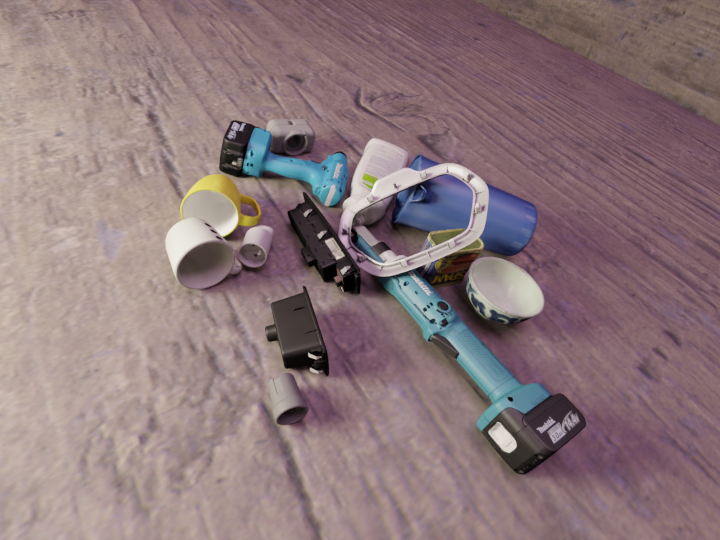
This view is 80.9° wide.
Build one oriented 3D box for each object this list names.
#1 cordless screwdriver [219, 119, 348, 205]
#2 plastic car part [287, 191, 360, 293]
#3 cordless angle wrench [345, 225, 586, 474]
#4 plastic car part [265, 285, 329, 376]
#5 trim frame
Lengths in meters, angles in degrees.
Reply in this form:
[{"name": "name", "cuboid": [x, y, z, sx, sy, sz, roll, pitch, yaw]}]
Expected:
[{"name": "cordless screwdriver", "cuboid": [-0.143, -0.222, 0.835, 0.247, 0.073, 0.162, 18, 43, -5]}, {"name": "plastic car part", "cuboid": [-0.068, -0.044, 0.692, 0.067, 0.063, 0.213, -25, 55, -6]}, {"name": "cordless angle wrench", "cuboid": [0.111, 0.071, 0.621, 0.095, 0.073, 0.445, -17, 51, -31]}, {"name": "plastic car part", "cuboid": [-0.089, 0.082, 0.559, 0.070, 0.064, 0.122, -16, 48, -14]}, {"name": "trim frame", "cuboid": [0.078, -0.088, 0.673, 0.252, 0.026, 0.192, -24, 53, 12]}]
